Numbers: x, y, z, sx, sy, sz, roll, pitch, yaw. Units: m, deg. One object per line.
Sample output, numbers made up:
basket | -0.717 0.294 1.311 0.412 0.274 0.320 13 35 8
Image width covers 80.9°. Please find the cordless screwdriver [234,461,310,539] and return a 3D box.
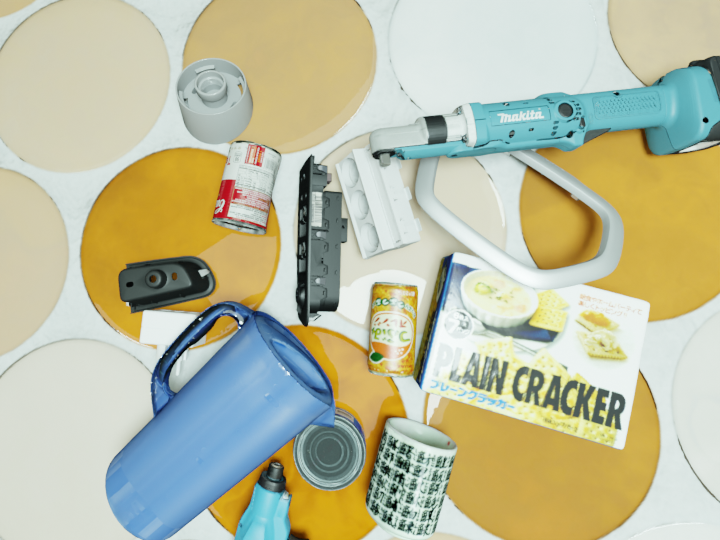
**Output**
cordless screwdriver | -0.020 0.326 0.464 0.253 0.073 0.160 14 84 9

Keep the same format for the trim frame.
trim frame | 0.178 -0.081 0.492 0.258 0.027 0.182 40 69 21

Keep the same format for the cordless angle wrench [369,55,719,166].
cordless angle wrench | 0.218 -0.168 0.479 0.420 0.074 0.099 -8 84 -5

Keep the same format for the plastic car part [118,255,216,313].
plastic car part | -0.247 0.013 0.521 0.117 0.070 0.066 -10 85 5

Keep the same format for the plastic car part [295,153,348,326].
plastic car part | -0.051 -0.033 0.521 0.065 0.068 0.204 8 81 -24
